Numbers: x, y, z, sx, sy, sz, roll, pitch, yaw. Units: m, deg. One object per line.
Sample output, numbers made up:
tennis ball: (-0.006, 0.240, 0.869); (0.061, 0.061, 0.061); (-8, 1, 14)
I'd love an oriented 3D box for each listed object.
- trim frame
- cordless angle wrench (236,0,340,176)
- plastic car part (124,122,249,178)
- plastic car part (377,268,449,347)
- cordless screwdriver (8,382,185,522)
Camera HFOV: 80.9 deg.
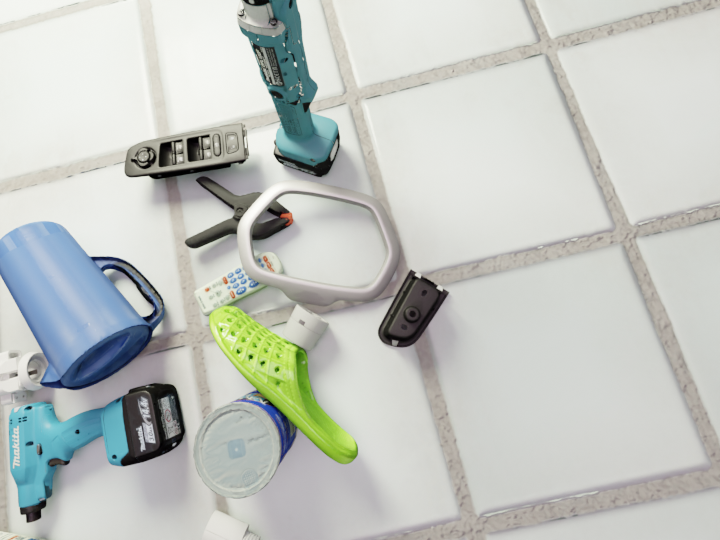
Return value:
trim frame: (-0.063, -0.041, 0.639); (0.247, 0.027, 0.185); (10, 81, -4)
cordless angle wrench: (-0.086, -0.228, 0.498); (0.099, 0.416, 0.074); (21, 82, 4)
plastic car part: (-0.279, -0.187, 0.687); (0.203, 0.067, 0.067); (-8, 86, 0)
plastic car part: (0.074, 0.058, 0.601); (0.067, 0.069, 0.116); (31, 80, 9)
cordless screwdriver: (-0.381, 0.255, 0.603); (0.251, 0.072, 0.162); (-13, 78, 6)
